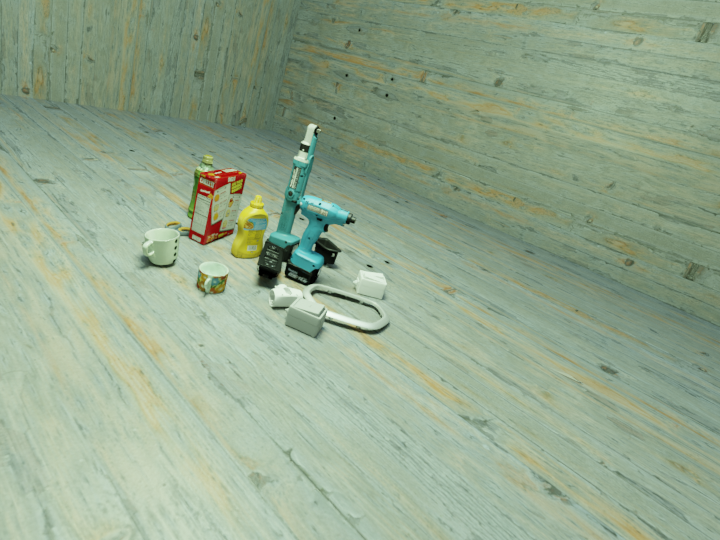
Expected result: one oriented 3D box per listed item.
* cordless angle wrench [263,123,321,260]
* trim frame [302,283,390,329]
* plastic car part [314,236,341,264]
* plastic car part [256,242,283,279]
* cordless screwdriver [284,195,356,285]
[{"bbox_3d":[-0.198,-0.234,1.285,0.101,0.418,0.072,26,22,18],"label":"cordless angle wrench"},{"bbox_3d":[-0.039,0.096,1.141,0.247,0.027,0.187,15,22,-4],"label":"trim frame"},{"bbox_3d":[-0.116,-0.058,1.390,0.063,0.070,0.123,3,26,-34],"label":"plastic car part"},{"bbox_3d":[-0.259,-0.023,1.213,0.065,0.066,0.208,13,22,-11],"label":"plastic car part"},{"bbox_3d":[-0.117,-0.077,1.202,0.162,0.246,0.074,22,21,9],"label":"cordless screwdriver"}]
